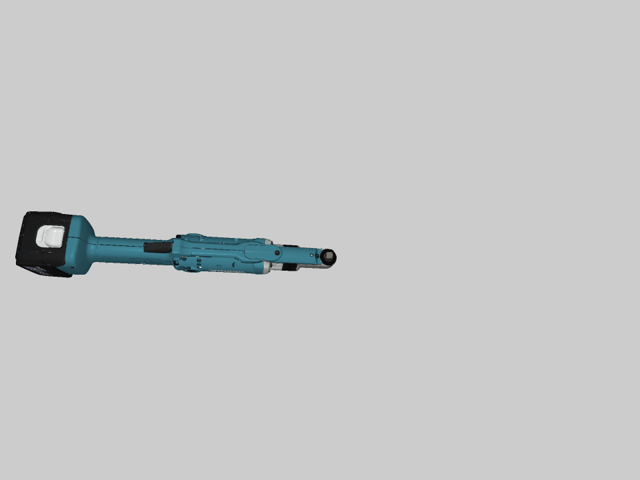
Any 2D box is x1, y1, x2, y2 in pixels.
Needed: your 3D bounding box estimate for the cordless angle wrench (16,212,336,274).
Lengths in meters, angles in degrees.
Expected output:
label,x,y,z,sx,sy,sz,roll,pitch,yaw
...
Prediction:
label,x,y,z,sx,sy,sz,roll,pitch,yaw
cordless angle wrench,-0.186,0.018,0.614,0.423,0.074,0.098,3,-16,-10
